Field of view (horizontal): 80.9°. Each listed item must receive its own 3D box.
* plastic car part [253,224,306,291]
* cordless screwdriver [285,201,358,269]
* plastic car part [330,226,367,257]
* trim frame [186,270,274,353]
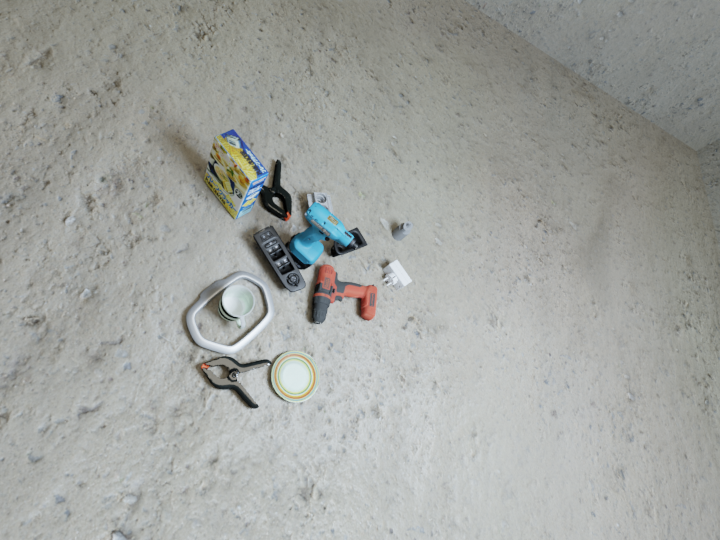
[{"bbox_3d":[-0.232,-0.023,1.199,0.065,0.067,0.206,-29,80,-33],"label":"plastic car part"},{"bbox_3d":[-0.114,-0.075,1.167,0.158,0.252,0.074,41,56,-5],"label":"cordless screwdriver"},{"bbox_3d":[-0.049,-0.076,1.303,0.113,0.072,0.067,-26,81,-32],"label":"plastic car part"},{"bbox_3d":[-0.337,0.106,1.114,0.185,0.028,0.245,44,57,2],"label":"trim frame"}]
